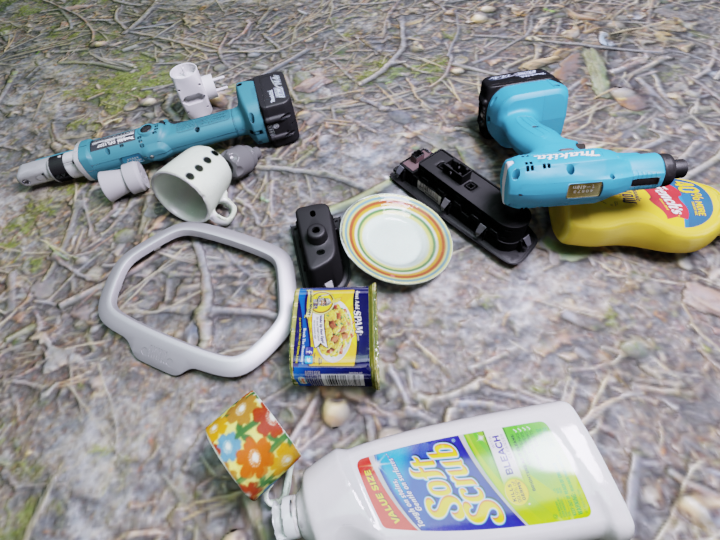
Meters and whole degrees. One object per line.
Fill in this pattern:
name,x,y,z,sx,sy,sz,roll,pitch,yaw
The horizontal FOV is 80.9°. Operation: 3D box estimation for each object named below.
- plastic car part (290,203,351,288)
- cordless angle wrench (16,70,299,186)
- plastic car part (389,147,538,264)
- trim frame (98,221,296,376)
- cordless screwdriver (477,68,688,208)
plastic car part,-0.047,-0.031,0.485,0.066,0.068,0.121,-13,53,-2
cordless angle wrench,-0.306,-0.193,0.632,0.423,0.071,0.102,-15,56,0
plastic car part,0.128,-0.093,0.511,0.065,0.065,0.213,-30,60,-23
trim frame,-0.188,0.026,0.492,0.256,0.026,0.185,16,59,16
cordless screwdriver,0.229,-0.159,0.490,0.162,0.071,0.255,-4,41,9
